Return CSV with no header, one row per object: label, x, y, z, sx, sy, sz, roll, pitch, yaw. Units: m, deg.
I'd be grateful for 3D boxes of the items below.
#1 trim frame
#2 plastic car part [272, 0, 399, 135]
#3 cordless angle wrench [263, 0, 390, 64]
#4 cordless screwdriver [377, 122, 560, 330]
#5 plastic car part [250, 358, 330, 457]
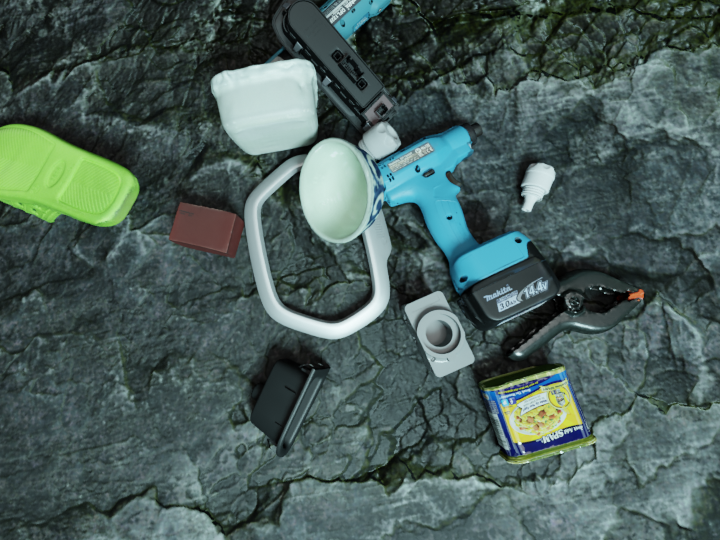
trim frame,-0.054,-0.035,0.553,0.184,0.027,0.252,-15,78,2
plastic car part,-0.032,-0.263,0.539,0.066,0.068,0.199,-44,101,6
cordless angle wrench,0.007,-0.385,0.588,0.422,0.073,0.099,-44,84,-2
cordless screwdriver,0.136,-0.064,0.510,0.159,0.072,0.258,-30,69,-3
plastic car part,-0.096,0.155,0.512,0.074,0.063,0.116,28,86,20
